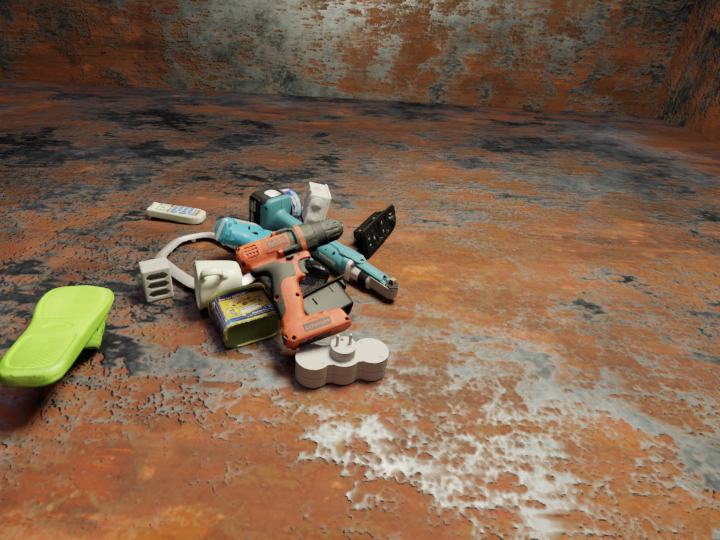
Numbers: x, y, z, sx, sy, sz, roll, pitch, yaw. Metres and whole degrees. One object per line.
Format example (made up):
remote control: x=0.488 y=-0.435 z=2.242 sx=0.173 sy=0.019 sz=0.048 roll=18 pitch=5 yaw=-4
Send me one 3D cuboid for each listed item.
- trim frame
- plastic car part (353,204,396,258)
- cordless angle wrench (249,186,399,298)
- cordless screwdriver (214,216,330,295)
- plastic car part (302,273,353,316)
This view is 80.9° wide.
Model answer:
trim frame: x=-0.309 y=-0.023 z=0.877 sx=0.262 sy=0.027 sz=0.179 roll=24 pitch=38 yaw=33
plastic car part: x=0.032 y=-0.097 z=1.001 sx=0.070 sy=0.064 sz=0.200 roll=-7 pitch=23 yaw=35
cordless angle wrench: x=-0.088 y=-0.058 z=0.905 sx=0.072 sy=0.096 sz=0.447 roll=-23 pitch=44 yaw=-39
cordless screwdriver: x=-0.161 y=-0.026 z=0.830 sx=0.263 sy=0.074 sz=0.151 roll=34 pitch=15 yaw=35
plastic car part: x=-0.058 y=0.067 z=0.727 sx=0.113 sy=0.065 sz=0.074 roll=-28 pitch=58 yaw=-37
